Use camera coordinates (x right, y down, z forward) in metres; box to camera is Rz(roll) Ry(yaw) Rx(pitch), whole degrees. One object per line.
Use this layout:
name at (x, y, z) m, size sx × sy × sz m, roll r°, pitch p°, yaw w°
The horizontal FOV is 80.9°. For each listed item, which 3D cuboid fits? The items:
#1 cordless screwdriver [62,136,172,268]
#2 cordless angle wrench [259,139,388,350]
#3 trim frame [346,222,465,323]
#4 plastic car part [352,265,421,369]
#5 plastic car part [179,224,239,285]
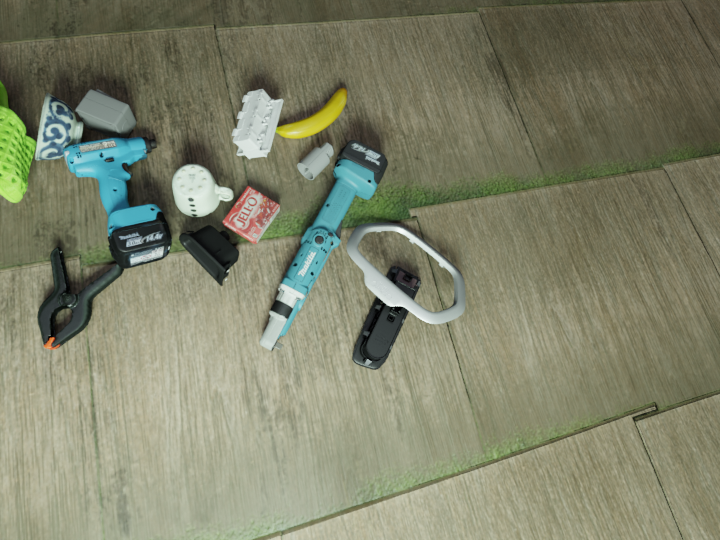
cordless screwdriver at (-0.409, -0.137, 0.764) m, size 0.154 × 0.075 × 0.254 m, roll -23°, pitch 75°, yaw -32°
cordless angle wrench at (-0.077, -0.050, 0.789) m, size 0.098 × 0.074 × 0.424 m, roll 26°, pitch 73°, yaw -1°
trim frame at (0.085, -0.004, 0.780) m, size 0.256 × 0.027 × 0.180 m, roll 41°, pitch 48°, yaw 16°
plastic car part at (0.054, 0.086, 0.769) m, size 0.065 × 0.068 × 0.203 m, roll 31°, pitch 73°, yaw -8°
plastic car part at (-0.265, -0.041, 0.768) m, size 0.119 × 0.066 × 0.070 m, roll 45°, pitch 56°, yaw 9°
